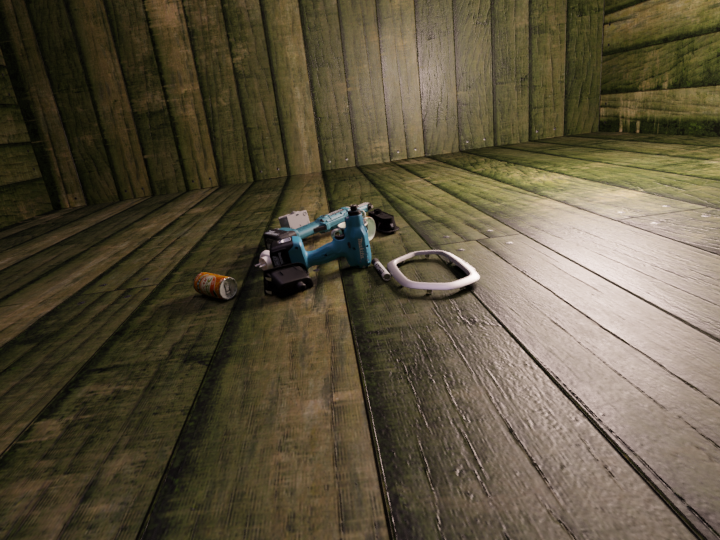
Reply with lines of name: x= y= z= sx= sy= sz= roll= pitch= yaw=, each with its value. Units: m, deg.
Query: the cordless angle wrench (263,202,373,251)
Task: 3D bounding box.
cordless angle wrench: x=-0.115 y=-0.149 z=1.357 sx=0.411 sy=0.072 sz=0.103 roll=-29 pitch=28 yaw=-37

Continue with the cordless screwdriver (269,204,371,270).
cordless screwdriver: x=-0.103 y=-0.067 z=1.052 sx=0.248 sy=0.155 sz=0.076 roll=-11 pitch=18 yaw=-2

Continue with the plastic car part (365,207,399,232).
plastic car part: x=0.068 y=-0.167 z=1.390 sx=0.065 sy=0.066 sz=0.212 roll=-7 pitch=21 yaw=-18

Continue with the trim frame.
trim frame: x=0.162 y=-0.002 z=0.959 sx=0.183 sy=0.027 sz=0.256 roll=-12 pitch=19 yaw=-6

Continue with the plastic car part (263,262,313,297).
plastic car part: x=-0.158 y=0.027 z=0.973 sx=0.113 sy=0.064 sz=0.075 roll=-15 pitch=35 yaw=-28
